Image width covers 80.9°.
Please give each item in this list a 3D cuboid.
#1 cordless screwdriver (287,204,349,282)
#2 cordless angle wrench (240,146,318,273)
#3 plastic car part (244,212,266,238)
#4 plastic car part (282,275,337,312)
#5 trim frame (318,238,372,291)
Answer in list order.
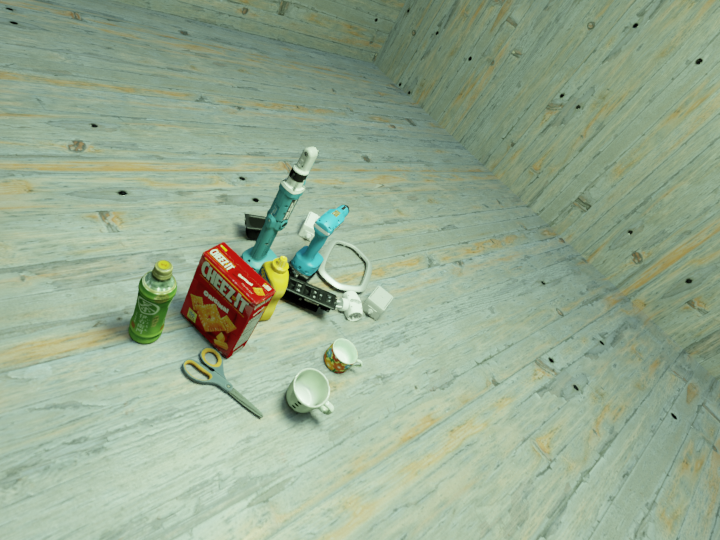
[{"bbox_3d":[-0.116,-0.076,1.191,0.075,0.249,0.157,38,37,3],"label":"cordless screwdriver"},{"bbox_3d":[-0.206,-0.130,1.048,0.076,0.423,0.095,45,38,12],"label":"cordless angle wrench"},{"bbox_3d":[-0.297,-0.120,1.265,0.111,0.071,0.069,8,44,-28],"label":"plastic car part"},{"bbox_3d":[-0.167,0.062,1.151,0.200,0.067,0.067,27,38,-7],"label":"plastic car part"},{"bbox_3d":[-0.050,-0.018,1.353,0.183,0.027,0.251,27,37,-5],"label":"trim frame"}]
